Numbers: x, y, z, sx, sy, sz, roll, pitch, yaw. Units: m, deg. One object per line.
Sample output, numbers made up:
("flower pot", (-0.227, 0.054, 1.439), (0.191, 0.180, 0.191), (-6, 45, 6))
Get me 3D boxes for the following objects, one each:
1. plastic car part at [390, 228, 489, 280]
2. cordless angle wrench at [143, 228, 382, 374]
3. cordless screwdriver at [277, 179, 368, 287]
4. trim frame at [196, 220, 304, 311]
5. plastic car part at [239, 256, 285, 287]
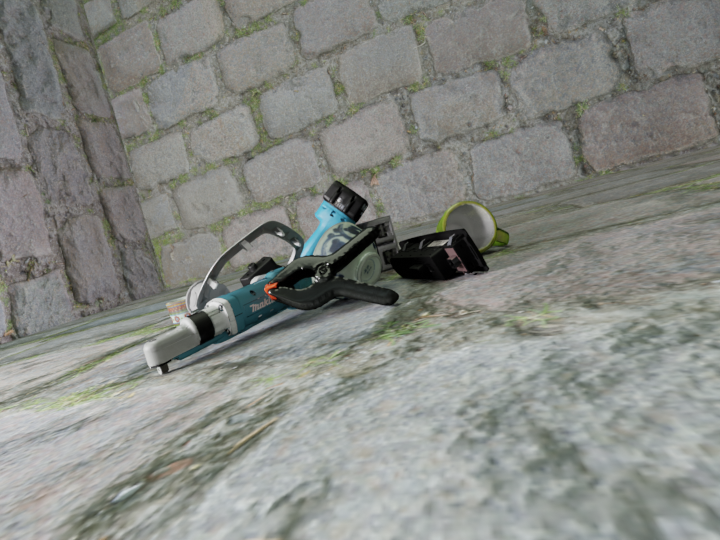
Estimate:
("plastic car part", (0.101, -0.014, 0.634), (0.067, 0.065, 0.208), (-43, 13, -10))
("cordless angle wrench", (-0.118, 0.031, 0.626), (0.077, 0.097, 0.410), (-8, 13, 41))
("cordless screwdriver", (-0.084, -0.055, 0.862), (0.248, 0.075, 0.157), (-54, -5, -1))
("trim frame", (-0.161, 0.010, 0.660), (0.184, 0.028, 0.241), (-51, -13, 0))
("plastic car part", (-0.237, 0.009, 1.003), (0.069, 0.068, 0.115), (4, 38, 46))
